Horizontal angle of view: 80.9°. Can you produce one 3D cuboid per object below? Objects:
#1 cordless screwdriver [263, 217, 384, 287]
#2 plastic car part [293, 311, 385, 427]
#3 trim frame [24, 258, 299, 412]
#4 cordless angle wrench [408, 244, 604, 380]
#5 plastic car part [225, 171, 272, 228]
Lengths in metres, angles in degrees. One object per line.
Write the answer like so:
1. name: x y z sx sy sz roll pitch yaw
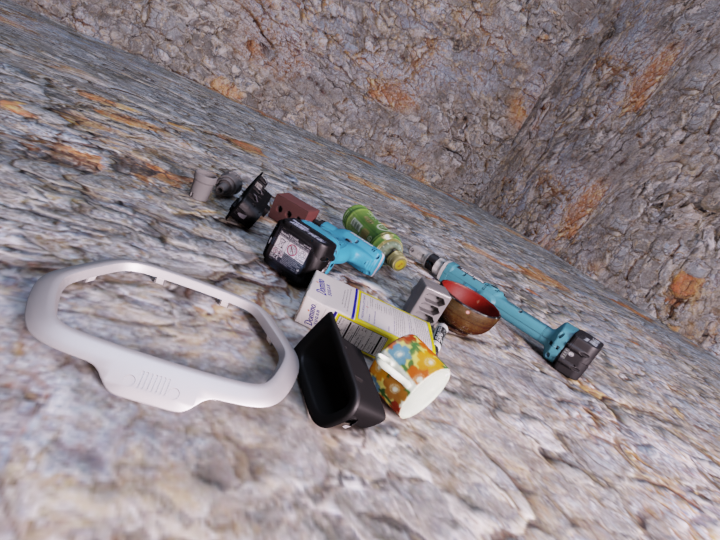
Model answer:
1. cordless screwdriver: -0.070 -0.046 0.716 0.166 0.074 0.239 34 16 21
2. plastic car part: -0.014 0.109 0.413 0.067 0.066 0.122 32 16 -35
3. trim frame: -0.172 0.053 0.397 0.242 0.027 0.190 23 18 -16
4. cordless angle wrench: 0.270 0.057 0.891 0.446 0.074 0.093 36 21 33
5. plastic car part: -0.200 -0.123 0.777 0.065 0.067 0.207 50 12 -17
